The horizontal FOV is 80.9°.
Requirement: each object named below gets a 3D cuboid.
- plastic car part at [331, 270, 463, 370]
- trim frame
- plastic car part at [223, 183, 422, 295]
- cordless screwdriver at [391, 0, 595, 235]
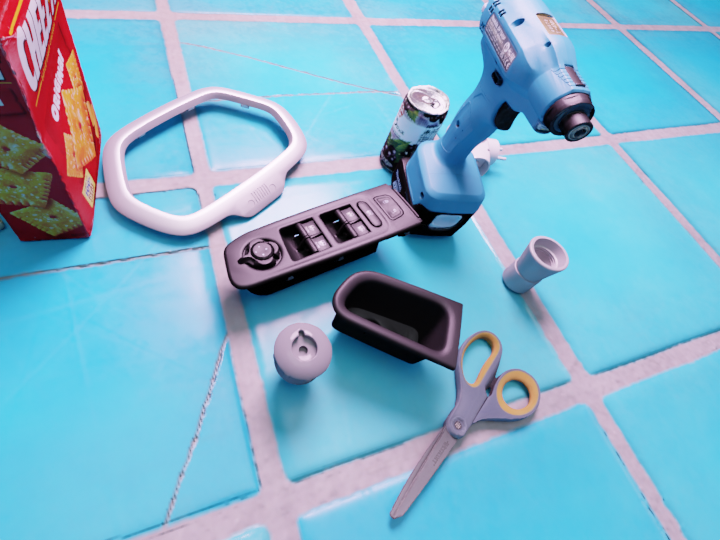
[{"bbox_3d":[0.025,0.050,0.393,0.116,0.070,0.067,21,55,-1],"label":"plastic car part"},{"bbox_3d":[-0.175,-0.136,0.493,0.188,0.027,0.246,37,57,11],"label":"trim frame"},{"bbox_3d":[-0.042,-0.028,0.430,0.197,0.066,0.069,-20,66,-25],"label":"plastic car part"},{"bbox_3d":[0.113,-0.116,0.416,0.072,0.247,0.164,2,59,-17],"label":"cordless screwdriver"}]
